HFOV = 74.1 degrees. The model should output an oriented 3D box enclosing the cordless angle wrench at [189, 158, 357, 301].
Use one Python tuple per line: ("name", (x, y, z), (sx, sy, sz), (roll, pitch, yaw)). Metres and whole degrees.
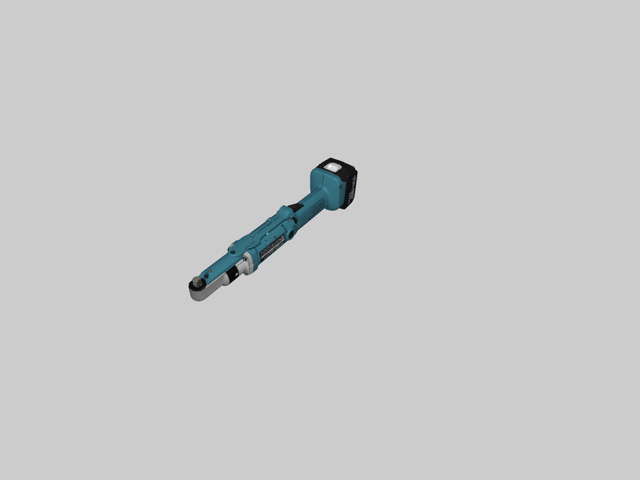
("cordless angle wrench", (-0.073, -0.023, 0.771), (0.074, 0.098, 0.421), (26, 45, 24))
